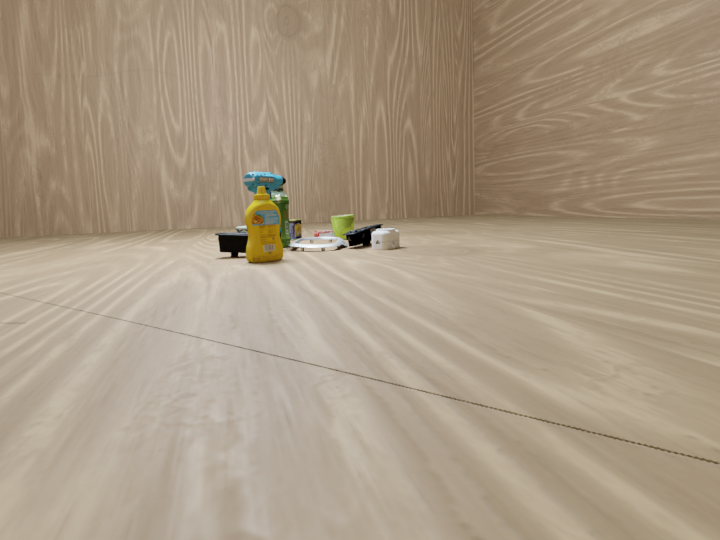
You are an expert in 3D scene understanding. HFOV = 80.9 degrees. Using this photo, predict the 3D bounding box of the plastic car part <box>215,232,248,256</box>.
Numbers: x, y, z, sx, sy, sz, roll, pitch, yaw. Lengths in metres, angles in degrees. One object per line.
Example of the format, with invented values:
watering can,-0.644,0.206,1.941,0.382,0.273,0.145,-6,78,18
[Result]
plastic car part,-0.353,-0.074,1.209,0.117,0.070,0.066,-2,7,3

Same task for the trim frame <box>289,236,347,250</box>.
trim frame,-0.135,-0.089,1.385,0.186,0.027,0.248,-2,9,4

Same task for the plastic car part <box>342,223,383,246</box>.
plastic car part,0.006,-0.113,1.380,0.069,0.066,0.196,2,9,28

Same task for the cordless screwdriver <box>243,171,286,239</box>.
cordless screwdriver,-0.293,-0.187,1.347,0.078,0.247,0.153,2,7,36
